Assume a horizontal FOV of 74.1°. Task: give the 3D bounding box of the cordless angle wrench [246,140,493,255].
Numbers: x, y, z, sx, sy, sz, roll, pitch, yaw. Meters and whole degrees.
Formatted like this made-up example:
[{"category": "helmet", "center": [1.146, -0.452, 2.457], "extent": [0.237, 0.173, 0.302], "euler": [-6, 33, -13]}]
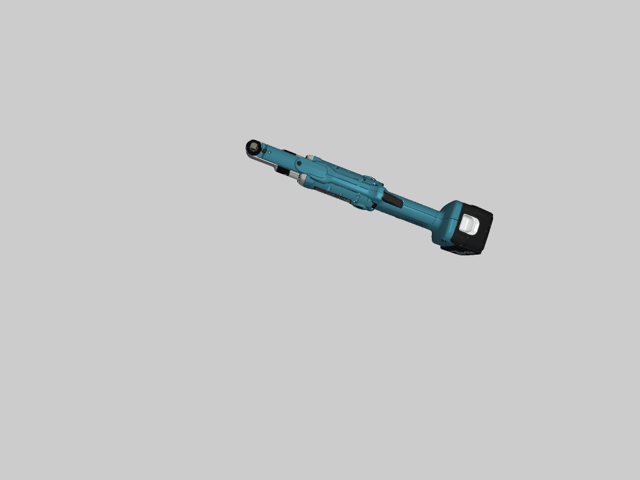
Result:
[{"category": "cordless angle wrench", "center": [0.076, -0.079, 0.715], "extent": [0.423, 0.074, 0.098], "euler": [20, -6, -6]}]
